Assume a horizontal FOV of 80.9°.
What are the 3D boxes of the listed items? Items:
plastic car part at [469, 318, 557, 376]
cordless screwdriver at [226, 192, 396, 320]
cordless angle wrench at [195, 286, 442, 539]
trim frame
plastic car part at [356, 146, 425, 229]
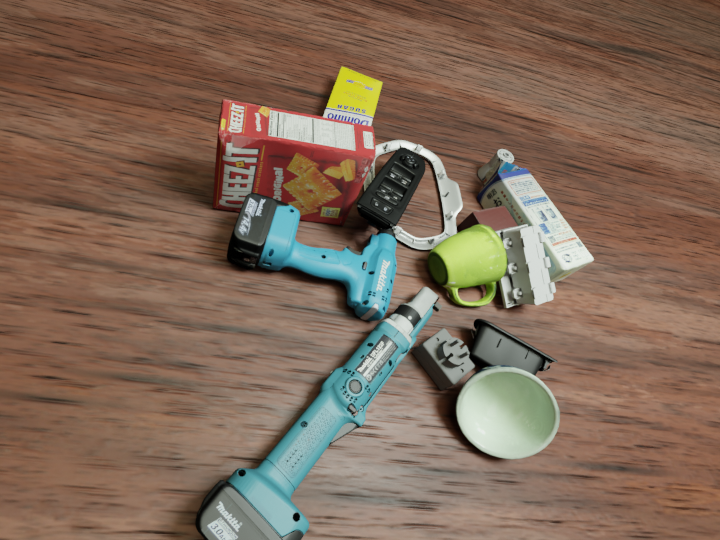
[{"bbox_3d":[0.205,0.130,0.613,0.118,0.065,0.071,28,70,4],"label":"plastic car part"},{"bbox_3d":[-0.061,-0.040,0.629,0.245,0.074,0.161,22,56,-7],"label":"cordless screwdriver"},{"bbox_3d":[-0.015,0.154,0.526,0.100,0.074,0.417,40,55,7],"label":"cordless angle wrench"},{"bbox_3d":[0.094,-0.146,0.764,0.180,0.027,0.256,6,57,-14],"label":"trim frame"},{"bbox_3d":[0.054,-0.131,0.689,0.067,0.066,0.203,25,52,7],"label":"plastic car part"}]
